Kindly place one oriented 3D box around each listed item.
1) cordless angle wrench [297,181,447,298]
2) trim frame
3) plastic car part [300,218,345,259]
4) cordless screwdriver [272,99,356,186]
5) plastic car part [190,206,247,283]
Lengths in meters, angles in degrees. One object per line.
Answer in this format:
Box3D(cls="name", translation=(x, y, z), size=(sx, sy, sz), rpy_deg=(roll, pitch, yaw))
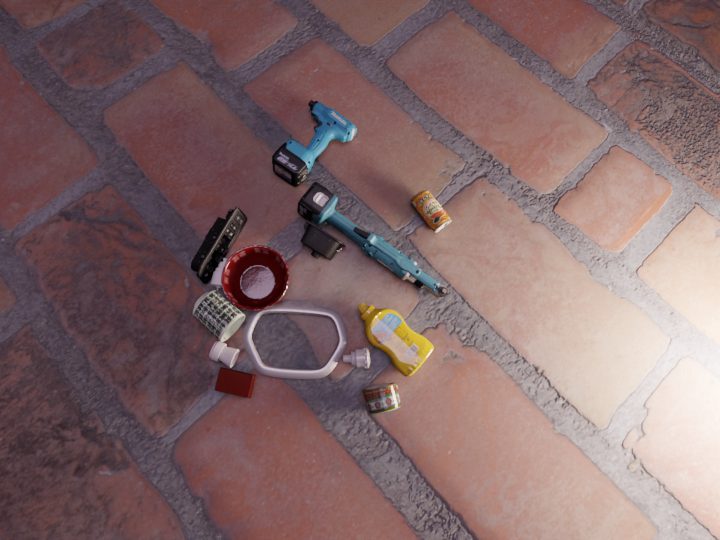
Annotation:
Box3D(cls="cordless angle wrench", translation=(0.033, -0.062, 1.051), size=(0.428, 0.097, 0.074), rpy_deg=(36, 74, 5))
Box3D(cls="trim frame", translation=(-0.154, 0.159, 0.998), size=(0.249, 0.027, 0.187), rpy_deg=(2, 72, 1))
Box3D(cls="plastic car part", translation=(-0.104, -0.068, 1.063), size=(0.118, 0.065, 0.071), rpy_deg=(36, 89, 5))
Box3D(cls="cordless screwdriver", translation=(-0.145, -0.355, 1.149), size=(0.163, 0.073, 0.247), rpy_deg=(39, 71, 10))
Box3D(cls="plastic car part", translation=(-0.360, -0.067, 1.050), size=(0.069, 0.064, 0.204), rpy_deg=(17, 72, 12))
